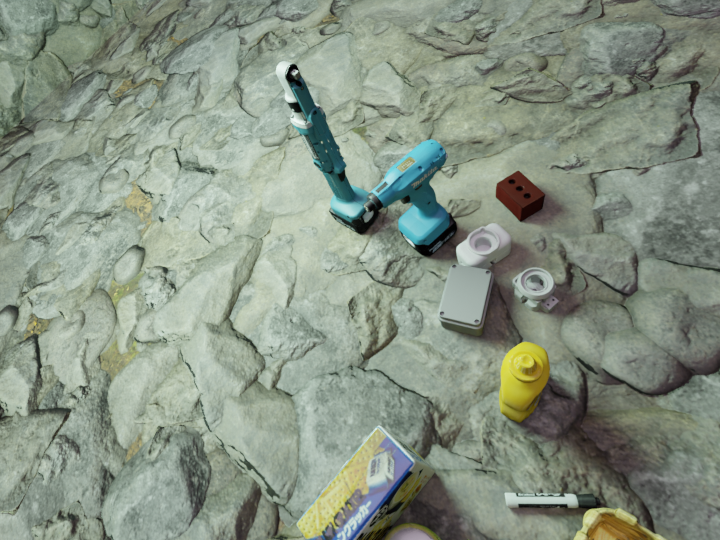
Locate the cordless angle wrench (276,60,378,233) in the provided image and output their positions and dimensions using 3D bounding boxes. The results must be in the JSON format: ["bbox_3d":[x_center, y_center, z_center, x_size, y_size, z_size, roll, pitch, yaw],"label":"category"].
[{"bbox_3d":[-0.062,-0.216,0.800,0.103,0.402,0.074,34,77,30],"label":"cordless angle wrench"}]

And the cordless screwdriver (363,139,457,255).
[{"bbox_3d":[0.095,-0.110,0.780,0.159,0.237,0.078,-39,58,-5],"label":"cordless screwdriver"}]
